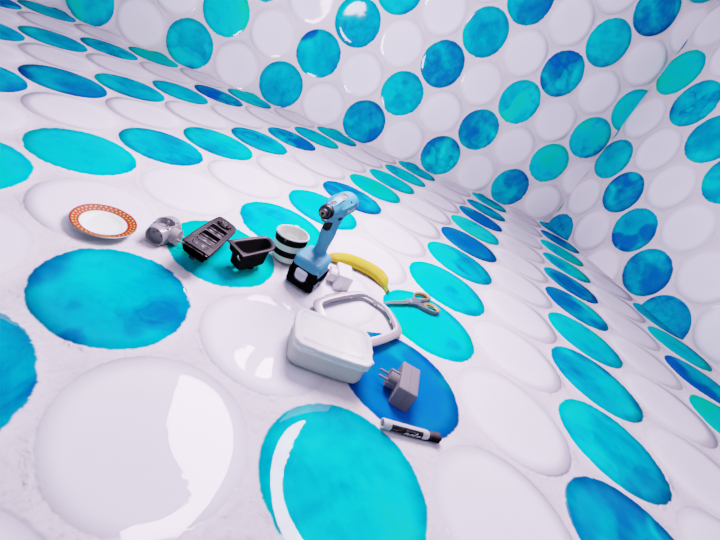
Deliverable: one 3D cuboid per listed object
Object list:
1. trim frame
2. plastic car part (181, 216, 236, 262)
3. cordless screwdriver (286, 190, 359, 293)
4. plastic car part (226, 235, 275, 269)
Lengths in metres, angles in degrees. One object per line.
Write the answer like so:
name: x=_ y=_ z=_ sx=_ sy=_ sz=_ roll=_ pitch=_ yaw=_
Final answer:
trim frame: x=-0.005 y=0.106 z=0.987 sx=0.193 sy=0.027 sz=0.238 roll=41 pitch=30 yaw=28
plastic car part: x=-0.339 y=-0.066 z=0.957 sx=0.066 sy=0.067 sz=0.205 roll=25 pitch=26 yaw=-6
cordless screwdriver: x=-0.094 y=-0.062 z=0.964 sx=0.076 sy=0.247 sz=0.156 roll=33 pitch=26 yaw=8
plastic car part: x=-0.252 y=-0.034 z=0.972 sx=0.069 sy=0.070 sz=0.112 roll=41 pitch=29 yaw=25
